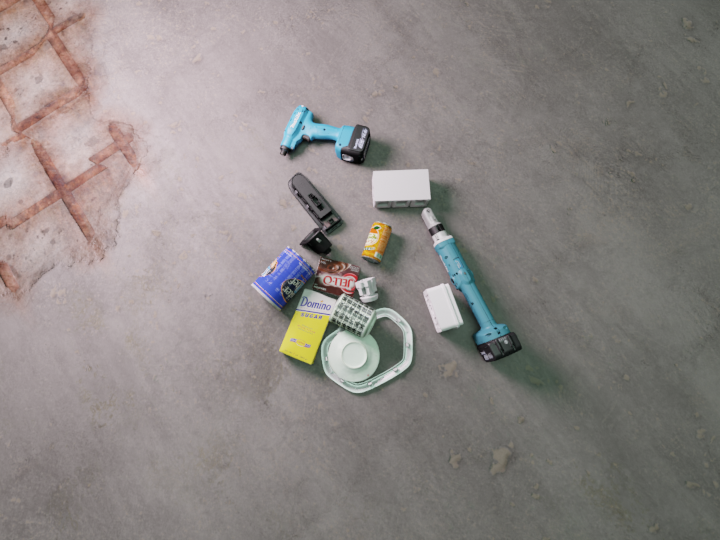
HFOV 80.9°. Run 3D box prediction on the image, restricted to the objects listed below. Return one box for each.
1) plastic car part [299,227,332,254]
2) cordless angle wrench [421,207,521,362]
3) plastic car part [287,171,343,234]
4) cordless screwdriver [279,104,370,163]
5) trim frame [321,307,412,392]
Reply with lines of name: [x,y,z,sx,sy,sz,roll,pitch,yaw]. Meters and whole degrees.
plastic car part: [-0.111,-0.072,1.131,0.069,0.120,0.066,45,80,-16]
cordless angle wrench: [0.262,0.020,1.091,0.074,0.096,0.435,-22,72,-8]
plastic car part: [-0.135,-0.197,1.185,0.066,0.065,0.209,-39,75,0]
cordless screwdriver: [-0.104,-0.372,1.221,0.255,0.072,0.160,21,78,12]
trim frame: [0.018,0.201,1.090,0.248,0.027,0.189,-27,75,-2]
